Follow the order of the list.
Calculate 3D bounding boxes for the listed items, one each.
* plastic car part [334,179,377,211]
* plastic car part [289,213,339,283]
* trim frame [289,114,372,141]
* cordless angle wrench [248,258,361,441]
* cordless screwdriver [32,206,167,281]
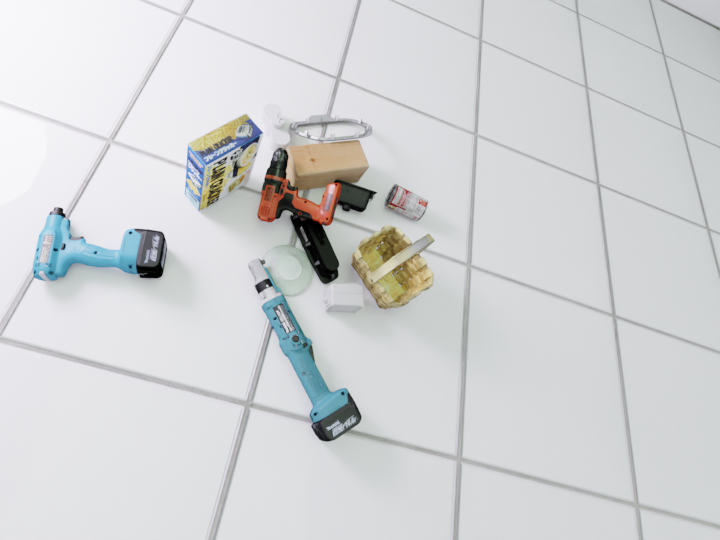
[{"bbox_3d":[-0.024,-0.193,1.141,0.114,0.067,0.071,14,78,-10],"label":"plastic car part"},{"bbox_3d":[-0.103,-0.067,1.055,0.064,0.068,0.207,-13,74,-37],"label":"plastic car part"},{"bbox_3d":[-0.080,-0.404,1.192,0.242,0.027,0.194,-15,39,-22],"label":"trim frame"},{"bbox_3d":[-0.146,0.157,0.933,0.095,0.074,0.434,-24,74,-27],"label":"cordless angle wrench"},{"bbox_3d":[-0.545,-0.058,0.899,0.243,0.074,0.163,0,67,-14],"label":"cordless screwdriver"}]
